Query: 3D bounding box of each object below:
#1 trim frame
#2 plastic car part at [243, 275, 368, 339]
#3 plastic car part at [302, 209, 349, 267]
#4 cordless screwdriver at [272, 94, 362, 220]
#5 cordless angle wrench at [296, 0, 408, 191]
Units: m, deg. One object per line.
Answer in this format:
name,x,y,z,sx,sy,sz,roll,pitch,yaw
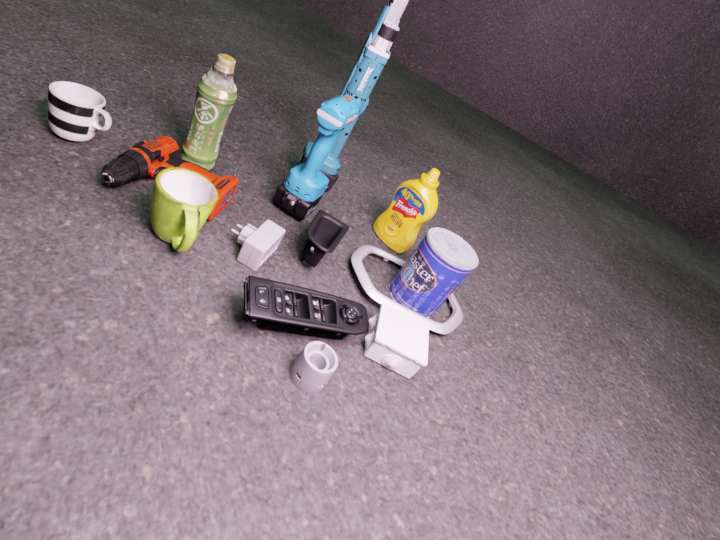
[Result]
trim frame,0.090,0.033,0.815,0.246,0.027,0.187,25,35,-7
plastic car part,-0.079,0.067,0.619,0.195,0.067,0.069,11,40,-25
plastic car part,-0.075,-0.049,0.763,0.066,0.071,0.117,30,35,-3
cordless screwdriver,-0.075,-0.227,0.831,0.075,0.248,0.158,34,35,0
cordless angle wrench,-0.016,-0.360,0.885,0.095,0.422,0.076,22,36,-16
